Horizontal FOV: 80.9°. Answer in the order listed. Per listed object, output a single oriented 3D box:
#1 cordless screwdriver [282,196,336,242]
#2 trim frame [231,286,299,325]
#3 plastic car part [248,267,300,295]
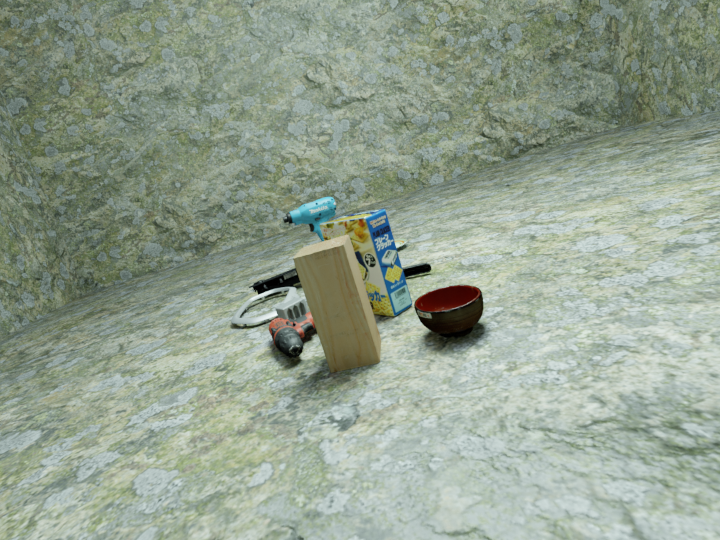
[{"bbox_3d":[-0.123,-0.080,1.254,0.157,0.245,0.076,-19,10,-9],"label":"cordless screwdriver"},{"bbox_3d":[-0.264,0.099,1.191,0.186,0.027,0.250,-16,14,7],"label":"trim frame"},{"bbox_3d":[-0.251,0.035,1.339,0.204,0.066,0.067,-17,12,3],"label":"plastic car part"}]
